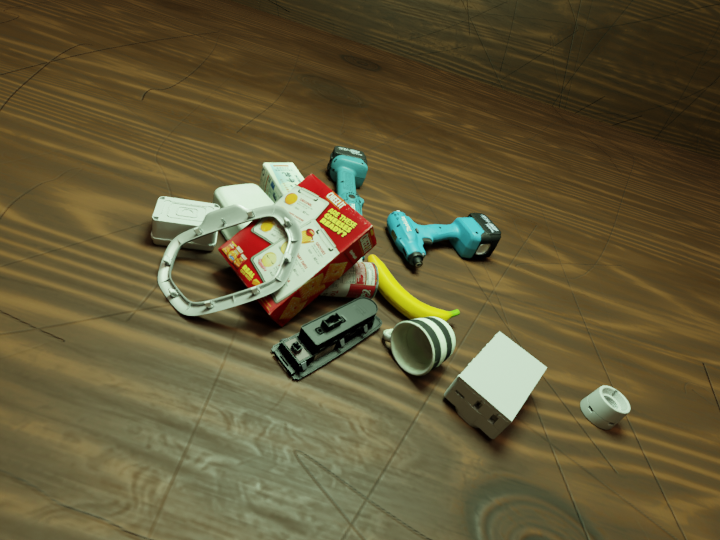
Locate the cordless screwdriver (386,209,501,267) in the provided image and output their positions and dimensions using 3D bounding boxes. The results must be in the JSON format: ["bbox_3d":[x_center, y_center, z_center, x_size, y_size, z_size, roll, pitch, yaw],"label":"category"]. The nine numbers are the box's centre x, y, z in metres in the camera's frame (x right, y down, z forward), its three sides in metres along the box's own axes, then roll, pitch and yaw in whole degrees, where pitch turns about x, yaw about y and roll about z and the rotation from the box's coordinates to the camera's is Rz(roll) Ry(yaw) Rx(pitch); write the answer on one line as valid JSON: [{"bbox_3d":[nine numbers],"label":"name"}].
[{"bbox_3d":[0.193,-0.066,0.949,0.243,0.073,0.166,0,42,-16],"label":"cordless screwdriver"}]

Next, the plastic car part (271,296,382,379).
[{"bbox_3d":[-0.041,0.091,0.675,0.196,0.066,0.070,-20,46,-42],"label":"plastic car part"}]

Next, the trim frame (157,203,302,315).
[{"bbox_3d":[-0.213,-0.025,0.680,0.250,0.026,0.191,-18,58,6],"label":"trim frame"}]

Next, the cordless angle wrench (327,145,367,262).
[{"bbox_3d":[-0.025,-0.148,0.966,0.096,0.073,0.437,9,41,-13],"label":"cordless angle wrench"}]
